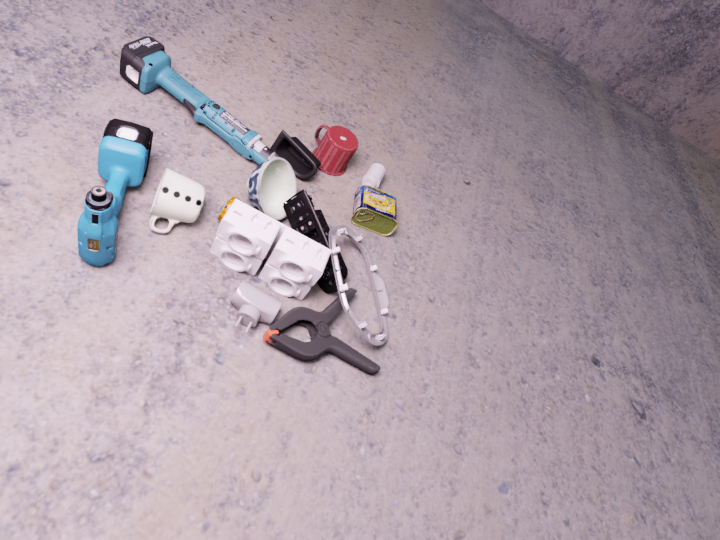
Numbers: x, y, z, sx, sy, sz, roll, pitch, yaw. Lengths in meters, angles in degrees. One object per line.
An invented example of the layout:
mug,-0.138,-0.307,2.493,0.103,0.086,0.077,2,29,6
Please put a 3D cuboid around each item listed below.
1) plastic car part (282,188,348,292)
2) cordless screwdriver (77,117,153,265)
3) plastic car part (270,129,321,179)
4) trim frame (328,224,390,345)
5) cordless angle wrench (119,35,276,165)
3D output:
plastic car part,-0.080,-0.052,0.816,0.064,0.068,0.207,-2,66,-61
cordless screwdriver,-0.389,-0.146,0.669,0.071,0.160,0.257,12,51,-24
plastic car part,-0.138,-0.259,0.955,0.117,0.066,0.070,42,34,0
trim frame,0.002,0.020,0.798,0.174,0.028,0.258,32,37,-51
cordless angle wrench,-0.317,-0.330,0.903,0.422,0.075,0.097,38,48,-1
